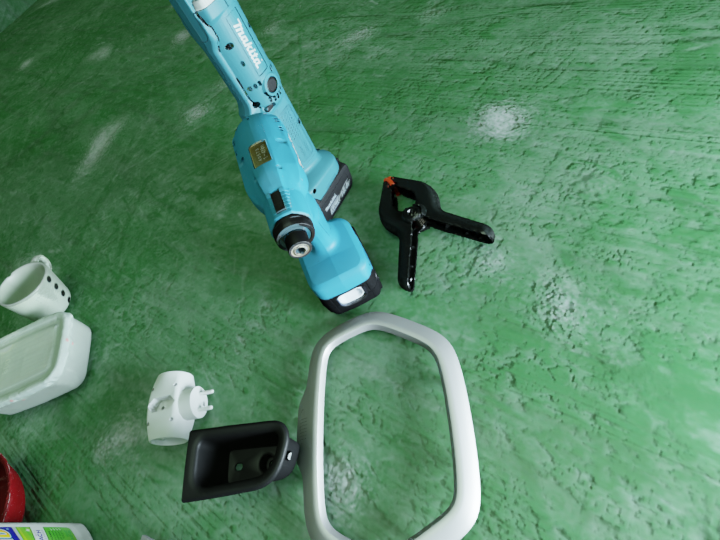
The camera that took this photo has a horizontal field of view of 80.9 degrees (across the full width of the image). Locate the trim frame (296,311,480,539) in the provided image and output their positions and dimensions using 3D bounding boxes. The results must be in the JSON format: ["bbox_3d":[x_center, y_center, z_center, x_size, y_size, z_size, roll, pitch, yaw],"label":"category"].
[{"bbox_3d":[0.016,0.156,0.425,0.188,0.026,0.256,-13,56,16],"label":"trim frame"}]

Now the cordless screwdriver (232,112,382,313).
[{"bbox_3d":[-0.042,-0.028,0.434,0.075,0.236,0.167,-27,54,4],"label":"cordless screwdriver"}]

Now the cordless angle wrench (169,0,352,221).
[{"bbox_3d":[-0.119,-0.208,0.476,0.078,0.401,0.098,19,68,29],"label":"cordless angle wrench"}]

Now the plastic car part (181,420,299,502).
[{"bbox_3d":[-0.112,0.195,0.431,0.119,0.067,0.068,-14,56,14],"label":"plastic car part"}]
